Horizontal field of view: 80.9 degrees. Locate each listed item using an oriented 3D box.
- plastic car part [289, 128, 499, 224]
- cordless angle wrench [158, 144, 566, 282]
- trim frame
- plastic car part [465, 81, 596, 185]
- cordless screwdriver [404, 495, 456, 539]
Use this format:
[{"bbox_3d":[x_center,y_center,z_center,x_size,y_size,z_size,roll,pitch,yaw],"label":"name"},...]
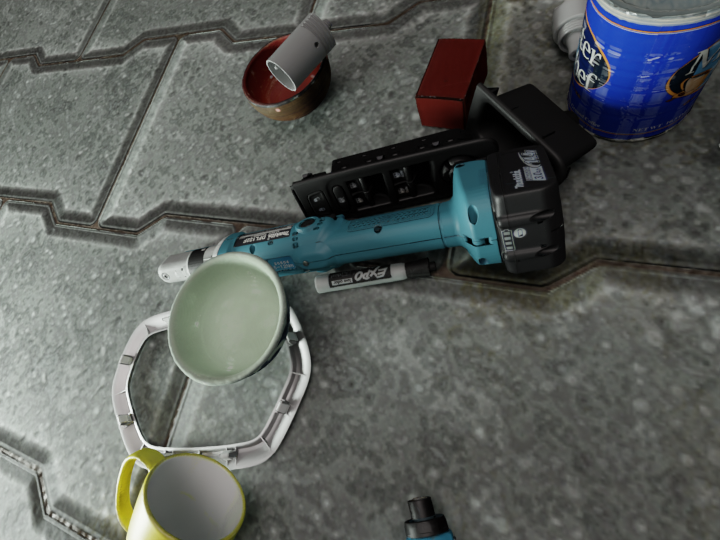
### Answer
[{"bbox_3d":[0.034,-0.100,0.439,0.209,0.063,0.068,-7,41,20],"label":"plastic car part"},{"bbox_3d":[-0.042,-0.027,0.425,0.437,0.071,0.099,-8,33,23],"label":"cordless angle wrench"},{"bbox_3d":[-0.169,0.110,0.449,0.255,0.026,0.189,-11,65,19],"label":"trim frame"},{"bbox_3d":[0.166,-0.132,0.400,0.070,0.064,0.122,-32,64,-10],"label":"plastic car part"},{"bbox_3d":[-0.031,0.273,0.305,0.252,0.071,0.164,-17,64,10],"label":"cordless screwdriver"}]
